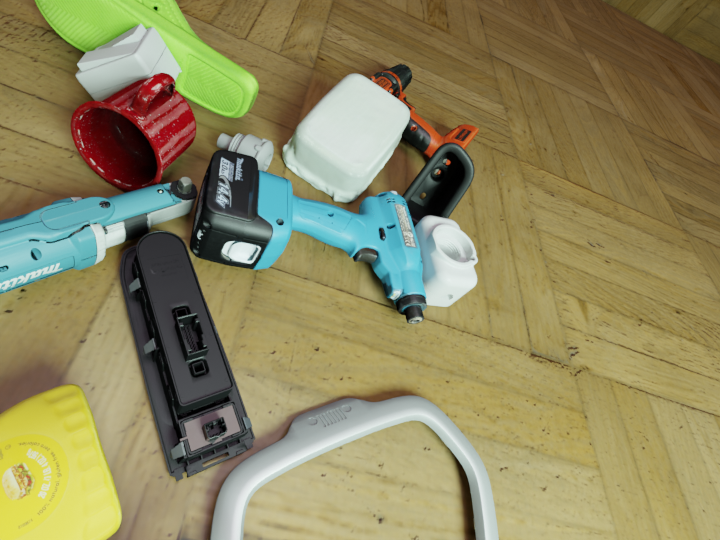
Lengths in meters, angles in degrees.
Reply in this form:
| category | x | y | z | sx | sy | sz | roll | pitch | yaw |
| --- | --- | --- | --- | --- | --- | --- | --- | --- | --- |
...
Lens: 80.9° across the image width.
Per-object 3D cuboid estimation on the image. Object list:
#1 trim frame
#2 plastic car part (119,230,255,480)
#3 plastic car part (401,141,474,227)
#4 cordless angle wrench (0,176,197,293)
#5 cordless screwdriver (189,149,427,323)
| category | x | y | z | sx | sy | sz | roll | pitch | yaw |
| --- | --- | --- | --- | --- | --- | --- | --- | --- | --- |
| trim frame | 0.008 | 0.192 | 0.323 | 0.240 | 0.027 | 0.191 | -12 | 62 | -30 |
| plastic car part | -0.146 | 0.048 | 0.338 | 0.064 | 0.066 | 0.211 | -16 | 61 | -27 |
| plastic car part | 0.097 | -0.112 | 0.546 | 0.065 | 0.116 | 0.072 | 29 | 25 | -7 |
| cordless angle wrench | -0.295 | 0.006 | 0.285 | 0.076 | 0.098 | 0.412 | 48 | 46 | 10 |
| cordless screwdriver | -0.043 | -0.028 | 0.435 | 0.239 | 0.075 | 0.165 | 8 | 53 | -26 |
